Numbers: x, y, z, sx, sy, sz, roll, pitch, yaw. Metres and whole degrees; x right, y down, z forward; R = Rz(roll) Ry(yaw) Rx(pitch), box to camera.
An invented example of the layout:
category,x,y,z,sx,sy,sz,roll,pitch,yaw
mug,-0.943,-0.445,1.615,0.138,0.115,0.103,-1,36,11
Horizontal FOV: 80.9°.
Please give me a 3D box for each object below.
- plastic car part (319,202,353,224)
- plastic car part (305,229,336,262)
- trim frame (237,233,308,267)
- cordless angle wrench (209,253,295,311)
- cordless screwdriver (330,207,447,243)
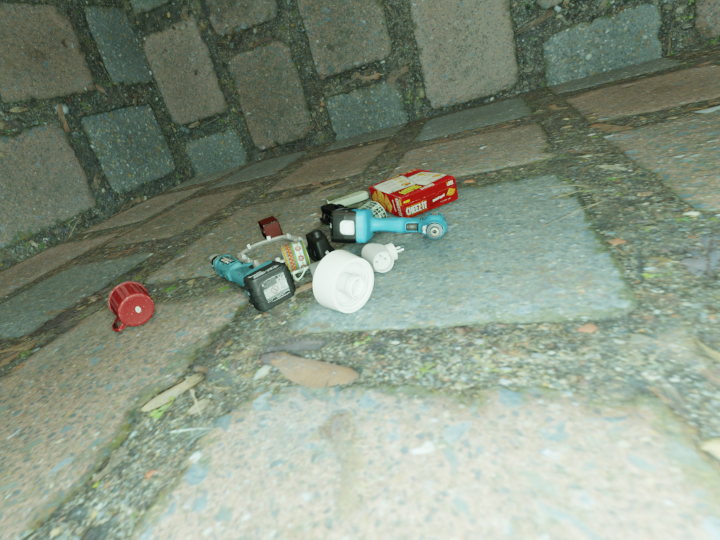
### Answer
category,x,y,z,sx,sy,sz,roll,pitch,yaw
plastic car part,-0.064,-0.159,1.222,0.065,0.065,0.213,-33,25,-19
plastic car part,-0.101,-0.066,1.029,0.065,0.069,0.121,-23,21,-12
trim frame,-0.246,-0.056,1.162,0.180,0.026,0.262,-30,28,-24
cordless angle wrench,-0.296,0.002,1.025,0.096,0.072,0.445,-29,24,-27
cordless screwdriver,0.057,-0.095,0.911,0.255,0.073,0.157,2,12,13
